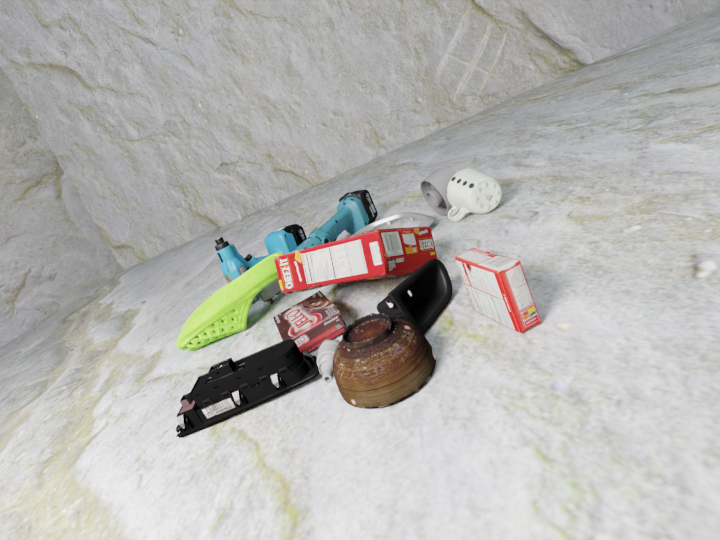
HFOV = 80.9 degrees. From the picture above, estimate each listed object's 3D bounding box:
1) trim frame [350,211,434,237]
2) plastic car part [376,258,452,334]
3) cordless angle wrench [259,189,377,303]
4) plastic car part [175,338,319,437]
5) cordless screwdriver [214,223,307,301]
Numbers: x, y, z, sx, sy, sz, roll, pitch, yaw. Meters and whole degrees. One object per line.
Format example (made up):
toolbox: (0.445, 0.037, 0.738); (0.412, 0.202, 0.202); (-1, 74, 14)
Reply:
trim frame: (0.059, -0.082, 0.936); (0.183, 0.027, 0.257); (-27, 20, -8)
plastic car part: (0.066, 0.038, 0.557); (0.073, 0.066, 0.114); (-29, 6, 45)
cordless angle wrench: (-0.097, -0.064, 0.995); (0.078, 0.095, 0.418); (-7, 29, 40)
plastic car part: (-0.150, 0.141, 0.545); (0.205, 0.066, 0.067); (-20, 9, 7)
cordless screwdriver: (-0.231, -0.045, 1.004); (0.077, 0.156, 0.244); (-13, 18, 38)
